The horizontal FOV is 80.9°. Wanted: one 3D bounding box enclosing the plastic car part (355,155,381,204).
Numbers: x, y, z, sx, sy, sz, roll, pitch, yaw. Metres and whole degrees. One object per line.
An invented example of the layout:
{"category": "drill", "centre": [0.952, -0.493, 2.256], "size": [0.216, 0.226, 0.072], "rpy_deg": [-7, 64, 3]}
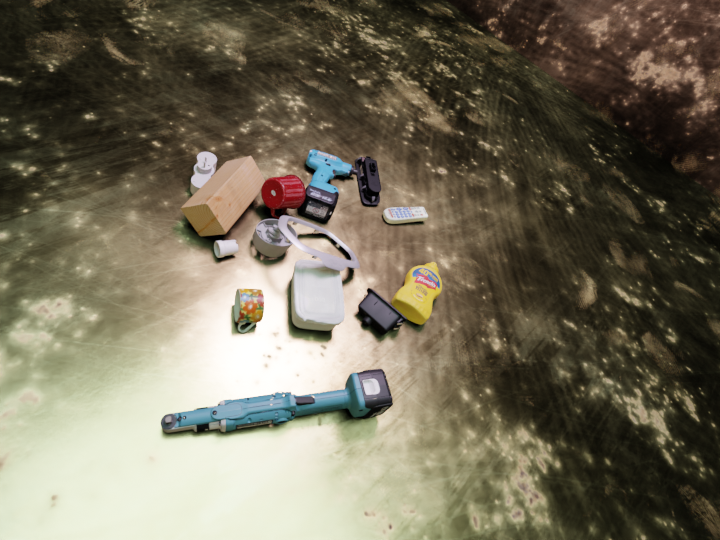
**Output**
{"category": "plastic car part", "centre": [0.032, -0.285, 1.301], "size": [0.064, 0.067, 0.209], "rpy_deg": [13, 53, -23]}

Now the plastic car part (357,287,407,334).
{"category": "plastic car part", "centre": [0.040, 0.106, 1.001], "size": [0.120, 0.065, 0.070], "rpy_deg": [38, 64, 14]}

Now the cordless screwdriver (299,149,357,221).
{"category": "cordless screwdriver", "centre": [-0.089, -0.247, 1.217], "size": [0.156, 0.074, 0.255], "rpy_deg": [15, 46, -11]}

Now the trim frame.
{"category": "trim frame", "centre": [-0.101, -0.066, 1.034], "size": [0.235, 0.027, 0.194], "rpy_deg": [19, 23, -44]}

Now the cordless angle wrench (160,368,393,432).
{"category": "cordless angle wrench", "centre": [-0.150, 0.257, 0.795], "size": [0.412, 0.097, 0.077], "rpy_deg": [-3, 57, -17]}
